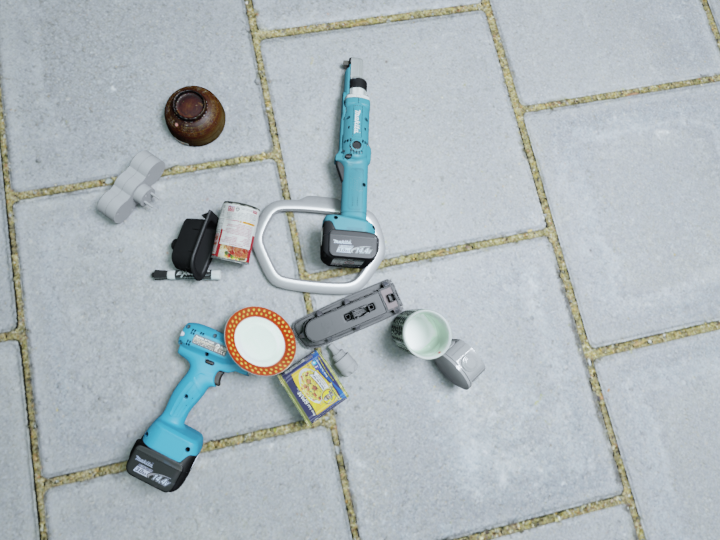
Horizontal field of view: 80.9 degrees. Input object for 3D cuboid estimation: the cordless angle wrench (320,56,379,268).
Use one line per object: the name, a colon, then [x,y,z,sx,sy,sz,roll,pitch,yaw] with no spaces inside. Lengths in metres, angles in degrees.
cordless angle wrench: [-0.014,-0.217,0.783,0.097,0.074,0.430,4,73,-6]

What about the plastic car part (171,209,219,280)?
plastic car part: [-0.297,-0.047,0.746,0.073,0.063,0.117,13,71,16]

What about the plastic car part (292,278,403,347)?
plastic car part: [-0.020,0.083,0.750,0.202,0.067,0.066,-22,93,-5]

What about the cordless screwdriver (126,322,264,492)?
cordless screwdriver: [-0.265,0.228,0.703,0.159,0.074,0.250,21,76,-2]

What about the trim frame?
trim frame: [-0.077,-0.050,0.784,0.248,0.027,0.185,4,82,-2]
